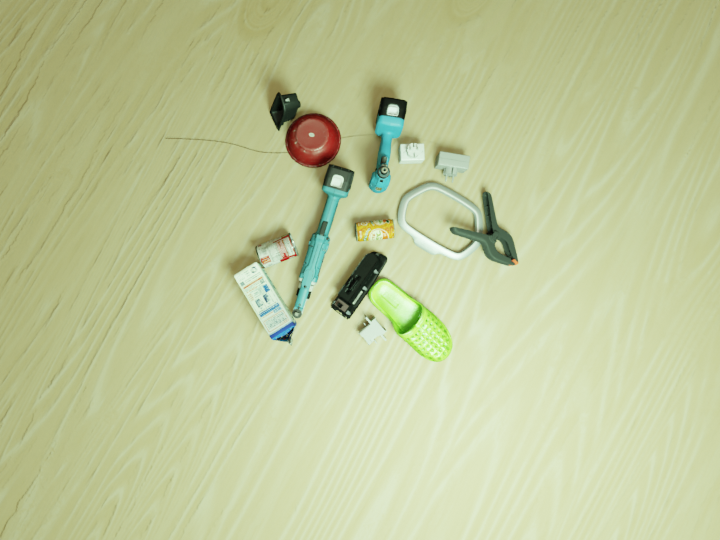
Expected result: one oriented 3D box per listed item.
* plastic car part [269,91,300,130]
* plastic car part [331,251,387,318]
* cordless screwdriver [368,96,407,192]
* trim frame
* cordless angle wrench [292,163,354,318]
[{"bbox_3d":[-0.203,-0.452,1.177,0.069,0.119,0.066,-24,89,-26],"label":"plastic car part"},{"bbox_3d":[-0.007,0.028,1.144,0.070,0.063,0.203,32,82,32],"label":"plastic car part"},{"bbox_3d":[0.070,-0.340,1.129,0.074,0.158,0.250,10,84,-2],"label":"cordless screwdriver"},{"bbox_3d":[0.223,-0.136,1.172,0.250,0.027,0.184,31,86,2],"label":"trim frame"},{"bbox_3d":[-0.113,-0.074,1.152,0.074,0.098,0.423,17,90,-1],"label":"cordless angle wrench"}]
